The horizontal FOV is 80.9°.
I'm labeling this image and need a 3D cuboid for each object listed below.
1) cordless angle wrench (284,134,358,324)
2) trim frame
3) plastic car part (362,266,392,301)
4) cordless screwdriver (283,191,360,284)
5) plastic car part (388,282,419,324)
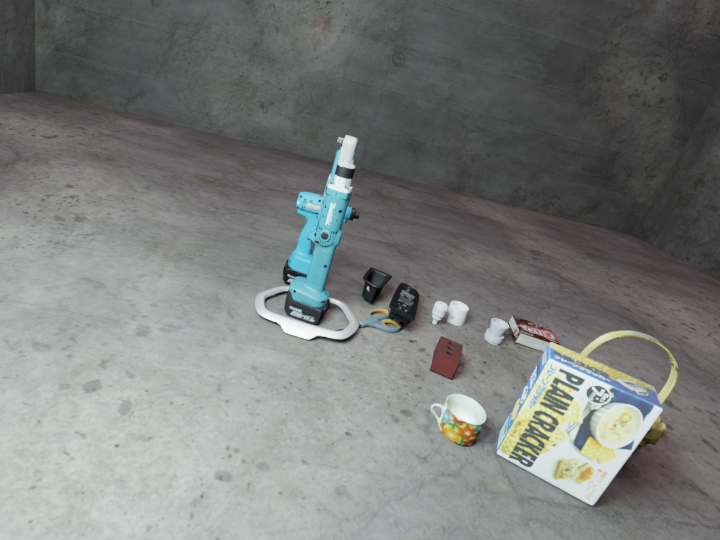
[{"bbox_3d":[-0.073,-0.082,0.921,0.100,0.418,0.074,20,23,7],"label":"cordless angle wrench"},{"bbox_3d":[-0.125,0.096,0.984,0.250,0.027,0.185,16,24,3],"label":"trim frame"},{"bbox_3d":[0.033,0.046,1.133,0.068,0.070,0.115,21,24,12],"label":"plastic car part"},{"bbox_3d":[-0.106,-0.070,1.087,0.159,0.246,0.075,16,22,-2],"label":"cordless screwdriver"},{"bbox_3d":[0.111,0.090,1.087,0.067,0.066,0.202,19,24,7],"label":"plastic car part"}]
